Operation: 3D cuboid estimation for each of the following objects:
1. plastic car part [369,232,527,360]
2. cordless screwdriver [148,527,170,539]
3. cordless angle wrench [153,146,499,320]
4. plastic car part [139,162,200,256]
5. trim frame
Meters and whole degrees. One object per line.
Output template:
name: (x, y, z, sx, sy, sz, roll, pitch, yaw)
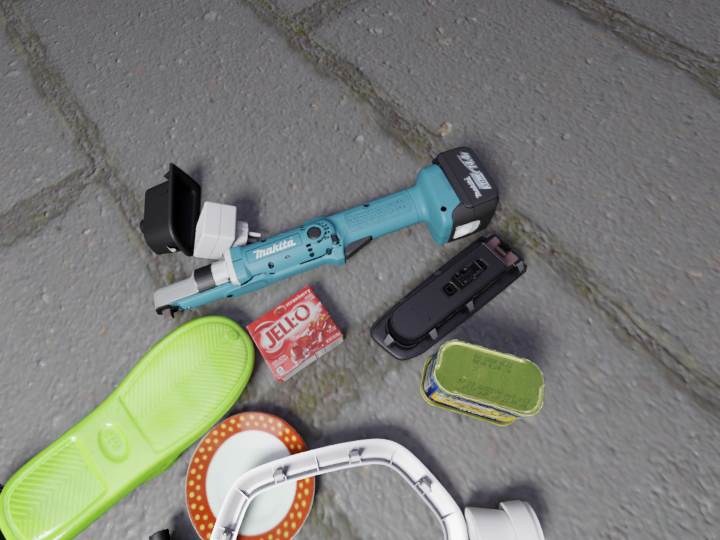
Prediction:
plastic car part: (0.103, 0.026, 0.479, 0.202, 0.065, 0.068, -37, 76, -9)
cordless screwdriver: (-0.252, 0.351, 0.355, 0.246, 0.072, 0.165, -21, 65, -9)
cordless angle wrench: (-0.051, -0.033, 0.518, 0.422, 0.072, 0.101, -20, 65, -1)
plastic car part: (-0.260, -0.072, 0.565, 0.072, 0.063, 0.119, -10, 67, 15)
trim frame: (-0.022, 0.261, 0.382, 0.246, 0.027, 0.188, -11, 73, -6)
